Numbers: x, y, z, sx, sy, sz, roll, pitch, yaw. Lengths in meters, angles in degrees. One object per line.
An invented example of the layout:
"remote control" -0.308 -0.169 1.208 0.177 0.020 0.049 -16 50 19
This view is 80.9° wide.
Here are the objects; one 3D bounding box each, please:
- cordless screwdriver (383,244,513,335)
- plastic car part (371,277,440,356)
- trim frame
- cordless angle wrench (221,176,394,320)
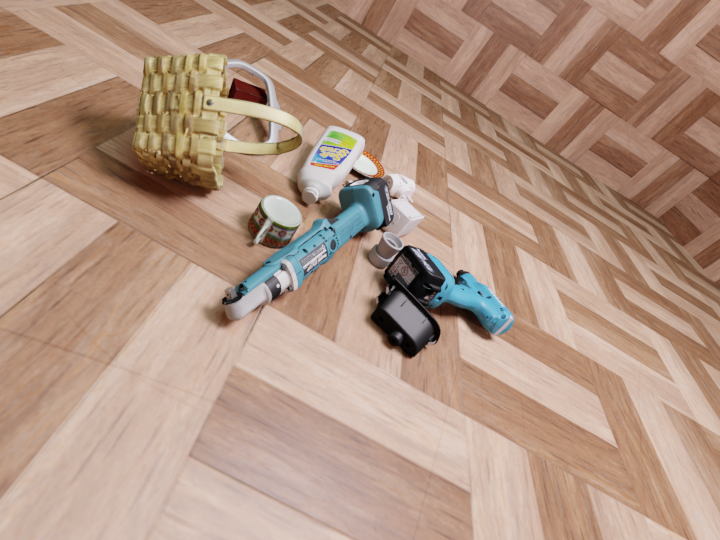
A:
"cordless screwdriver" 0.155 0.024 0.773 0.237 0.074 0.167 21 27 -31
"plastic car part" 0.064 0.083 0.653 0.119 0.066 0.069 47 51 11
"trim frame" -0.245 -0.343 0.874 0.176 0.028 0.256 6 61 -29
"cordless angle wrench" -0.065 -0.043 0.667 0.078 0.095 0.417 -1 27 31
